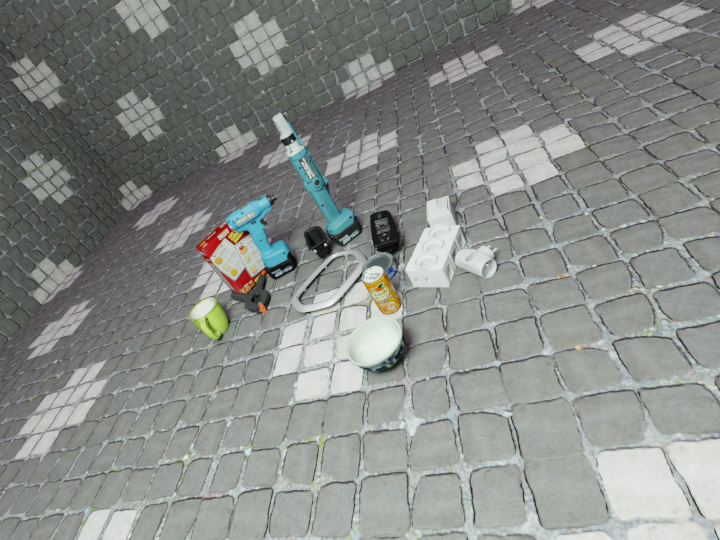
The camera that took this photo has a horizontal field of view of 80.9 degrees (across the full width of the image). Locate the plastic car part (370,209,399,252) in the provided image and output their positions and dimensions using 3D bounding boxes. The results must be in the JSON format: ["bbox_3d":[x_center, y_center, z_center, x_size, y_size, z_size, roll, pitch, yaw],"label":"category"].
[{"bbox_3d":[0.068,-0.104,1.153,0.067,0.064,0.210,-25,33,12],"label":"plastic car part"}]

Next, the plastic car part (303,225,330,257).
[{"bbox_3d":[-0.125,-0.082,1.283,0.066,0.068,0.122,-31,32,1],"label":"plastic car part"}]

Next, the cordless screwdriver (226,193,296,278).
[{"bbox_3d":[-0.272,-0.104,1.279,0.159,0.238,0.077,-30,30,3],"label":"cordless screwdriver"}]

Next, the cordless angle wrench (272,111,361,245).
[{"bbox_3d":[-0.131,-0.255,1.203,0.097,0.404,0.078,-36,30,-9],"label":"cordless angle wrench"}]

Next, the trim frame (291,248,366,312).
[{"bbox_3d":[-0.085,0.025,1.147,0.194,0.026,0.247,8,50,46],"label":"trim frame"}]
